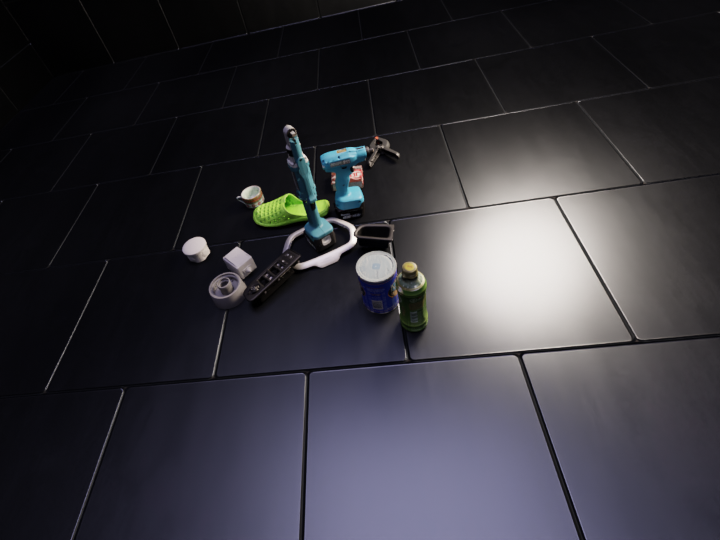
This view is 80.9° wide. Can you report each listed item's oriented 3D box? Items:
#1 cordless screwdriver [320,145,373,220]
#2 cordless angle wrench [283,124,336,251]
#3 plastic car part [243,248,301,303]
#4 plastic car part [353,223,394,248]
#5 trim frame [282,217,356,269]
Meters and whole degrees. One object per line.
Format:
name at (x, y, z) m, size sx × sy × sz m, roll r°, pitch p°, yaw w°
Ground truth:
cordless screwdriver at (-0.026, -0.278, 1.334) m, size 0.160 × 0.238 × 0.077 m, roll -12°, pitch 47°, yaw 1°
cordless angle wrench at (-0.154, -0.228, 1.210) m, size 0.073 × 0.405 × 0.103 m, roll -30°, pitch 50°, yaw -16°
plastic car part at (-0.259, 0.024, 1.247) m, size 0.070 × 0.064 × 0.201 m, roll 32°, pitch 63°, yaw 34°
plastic car part at (0.042, -0.096, 1.270) m, size 0.120 × 0.068 × 0.067 m, roll 2°, pitch 49°, yaw 16°
trim frame at (-0.131, -0.085, 1.335) m, size 0.247 × 0.026 × 0.194 m, roll -24°, pitch 48°, yaw -6°
